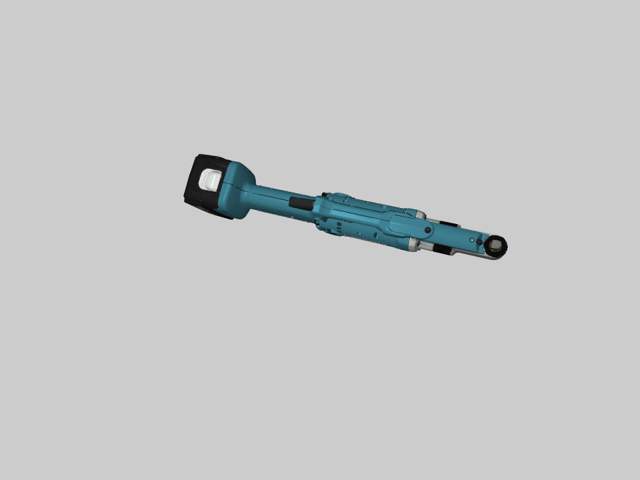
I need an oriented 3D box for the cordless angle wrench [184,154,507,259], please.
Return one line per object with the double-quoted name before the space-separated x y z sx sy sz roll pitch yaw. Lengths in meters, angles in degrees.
"cordless angle wrench" 0.021 -0.035 0.561 0.423 0.074 0.098 14 -6 18
